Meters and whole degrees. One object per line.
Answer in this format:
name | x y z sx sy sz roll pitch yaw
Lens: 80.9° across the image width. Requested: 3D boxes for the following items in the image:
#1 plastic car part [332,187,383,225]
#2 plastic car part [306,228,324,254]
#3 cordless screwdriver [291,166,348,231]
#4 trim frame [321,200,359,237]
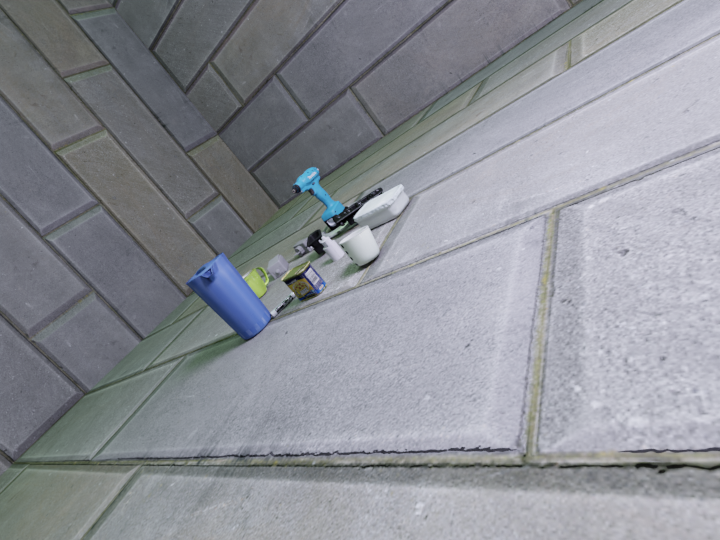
plastic car part | 0.004 -0.212 1.462 0.203 0.065 0.068 -38 15 2
plastic car part | -0.142 -0.093 1.454 0.066 0.069 0.119 -37 16 8
cordless screwdriver | -0.147 -0.254 1.571 0.076 0.243 0.158 -27 18 42
trim frame | -0.071 -0.196 1.637 0.189 0.027 0.248 -26 21 35
